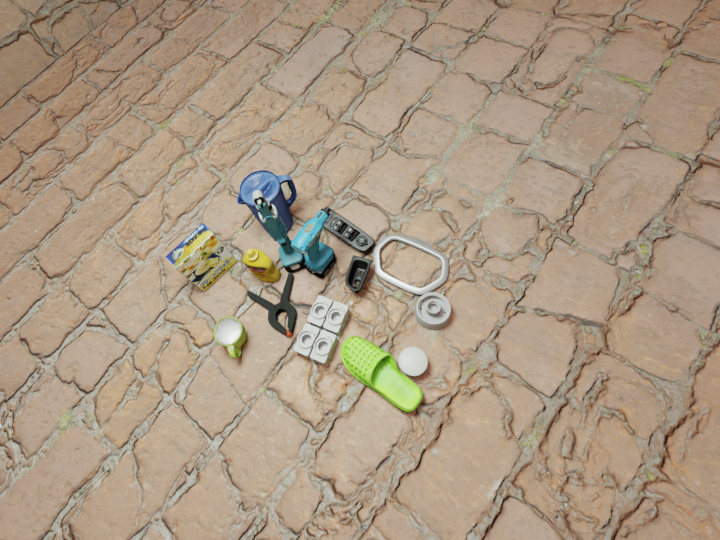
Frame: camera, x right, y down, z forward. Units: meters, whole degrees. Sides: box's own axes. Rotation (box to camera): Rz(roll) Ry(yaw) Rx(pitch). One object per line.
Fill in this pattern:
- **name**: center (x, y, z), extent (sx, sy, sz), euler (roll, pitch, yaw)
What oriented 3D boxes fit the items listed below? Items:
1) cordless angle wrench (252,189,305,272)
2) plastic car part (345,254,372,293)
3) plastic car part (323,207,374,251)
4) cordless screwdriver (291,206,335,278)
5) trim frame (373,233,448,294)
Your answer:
- **cordless angle wrench**: center (-0.247, -0.117, 1.266), extent (0.074, 0.408, 0.101), euler (-19, 66, -2)
- **plastic car part**: center (-0.009, 0.022, 1.344), extent (0.068, 0.068, 0.117), euler (15, 69, 15)
- **plastic car part**: center (-0.045, -0.125, 1.422), extent (0.212, 0.064, 0.066), euler (34, 75, 23)
- **cordless screwdriver**: center (-0.129, -0.085, 1.322), extent (0.077, 0.240, 0.159), euler (30, 73, 18)
- **trim frame**: center (0.158, -0.025, 1.357), extent (0.258, 0.026, 0.184), euler (24, 72, 20)
